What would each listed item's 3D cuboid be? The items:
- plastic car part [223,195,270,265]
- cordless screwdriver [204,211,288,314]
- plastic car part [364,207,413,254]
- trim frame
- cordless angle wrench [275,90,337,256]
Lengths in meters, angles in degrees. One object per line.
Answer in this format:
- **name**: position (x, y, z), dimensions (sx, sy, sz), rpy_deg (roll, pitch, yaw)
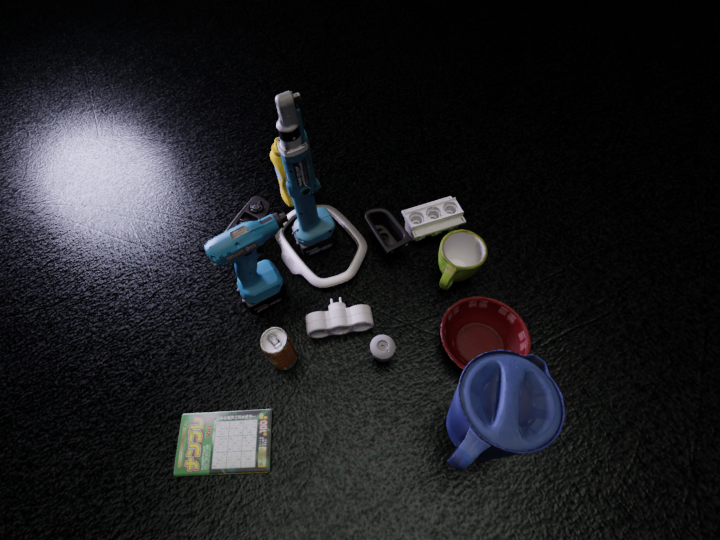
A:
- **plastic car part**: position (-0.277, -0.091, 1.016), dimensions (0.068, 0.065, 0.204), rpy_deg (17, 62, 15)
- **cordless screwdriver**: position (-0.201, -0.015, 0.855), dimensions (0.157, 0.240, 0.078), rpy_deg (-29, 62, -12)
- **plastic car part**: position (0.058, -0.083, 0.963), dimensions (0.065, 0.068, 0.122), rpy_deg (-27, 60, -11)
- **trim frame**: position (-0.097, -0.064, 0.997), dimensions (0.182, 0.026, 0.261), rpy_deg (-35, 61, -13)
- **cordless angle wrench**: position (-0.116, -0.174, 0.842), dimensions (0.097, 0.408, 0.078), rpy_deg (-22, 61, -10)
